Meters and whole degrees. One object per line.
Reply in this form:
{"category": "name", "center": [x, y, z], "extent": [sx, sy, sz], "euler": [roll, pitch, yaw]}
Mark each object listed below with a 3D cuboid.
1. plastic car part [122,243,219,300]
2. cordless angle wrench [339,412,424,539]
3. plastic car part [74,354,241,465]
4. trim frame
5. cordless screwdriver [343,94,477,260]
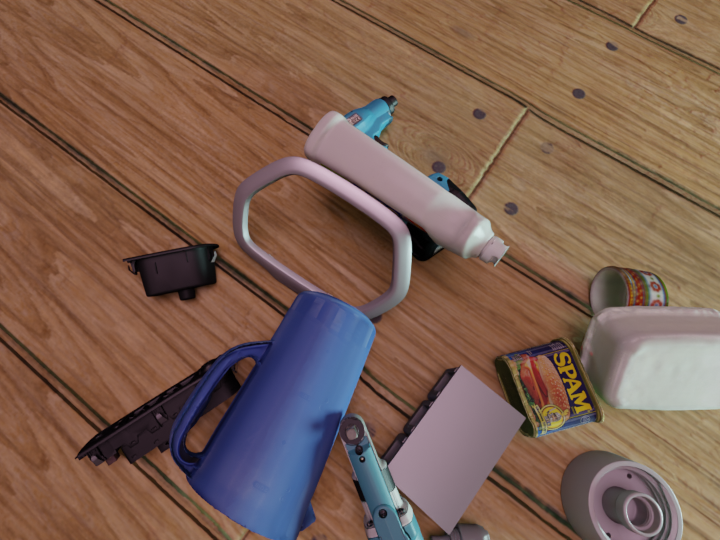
{"category": "plastic car part", "center": [-0.247, 0.006, 0.572], "extent": [0.115, 0.066, 0.071], "euler": [-9, 88, -7]}
{"category": "cordless angle wrench", "center": [0.069, 0.347, 0.404], "extent": [0.074, 0.096, 0.431], "euler": [-23, 78, -1]}
{"category": "plastic car part", "center": [-0.227, 0.170, 0.510], "extent": [0.201, 0.066, 0.068], "euler": [-37, 87, -11]}
{"category": "trim frame", "center": [-0.052, -0.034, 0.529], "extent": [0.249, 0.184, 0.027], "euler": [33, 31, 1]}
{"category": "cordless screwdriver", "center": [0.059, -0.145, 0.610], "extent": [0.158, 0.072, 0.257], "euler": [-39, 72, -12]}
